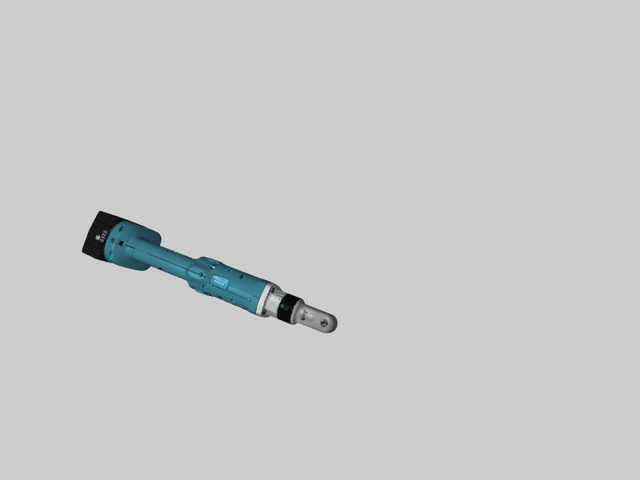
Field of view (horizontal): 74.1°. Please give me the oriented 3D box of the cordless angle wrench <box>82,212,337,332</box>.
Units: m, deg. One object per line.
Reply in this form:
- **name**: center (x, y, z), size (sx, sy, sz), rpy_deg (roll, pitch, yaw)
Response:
- **cordless angle wrench**: center (-0.171, 0.056, 0.651), size (0.423, 0.074, 0.098), rpy_deg (19, -7, 17)
